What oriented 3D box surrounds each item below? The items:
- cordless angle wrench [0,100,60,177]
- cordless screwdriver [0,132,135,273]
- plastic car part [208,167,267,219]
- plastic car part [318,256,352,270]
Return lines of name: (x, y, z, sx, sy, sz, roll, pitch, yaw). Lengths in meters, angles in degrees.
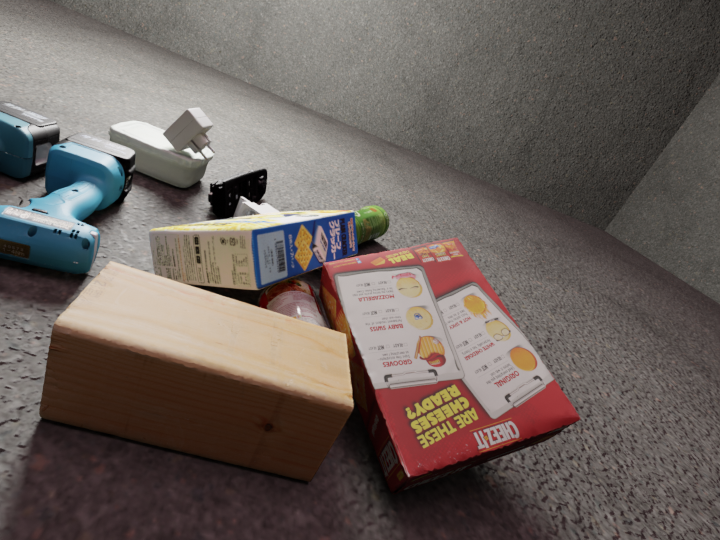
cordless angle wrench: (-0.482, -0.099, 0.421, 0.097, 0.074, 0.430, 21, 26, -8)
cordless screwdriver: (-0.372, -0.094, 0.506, 0.154, 0.074, 0.259, 14, 29, -21)
plastic car part: (-0.225, -0.146, 0.772, 0.069, 0.065, 0.202, 2, 21, 14)
plastic car part: (-0.064, -0.042, 0.653, 0.120, 0.066, 0.069, 32, -12, 17)
